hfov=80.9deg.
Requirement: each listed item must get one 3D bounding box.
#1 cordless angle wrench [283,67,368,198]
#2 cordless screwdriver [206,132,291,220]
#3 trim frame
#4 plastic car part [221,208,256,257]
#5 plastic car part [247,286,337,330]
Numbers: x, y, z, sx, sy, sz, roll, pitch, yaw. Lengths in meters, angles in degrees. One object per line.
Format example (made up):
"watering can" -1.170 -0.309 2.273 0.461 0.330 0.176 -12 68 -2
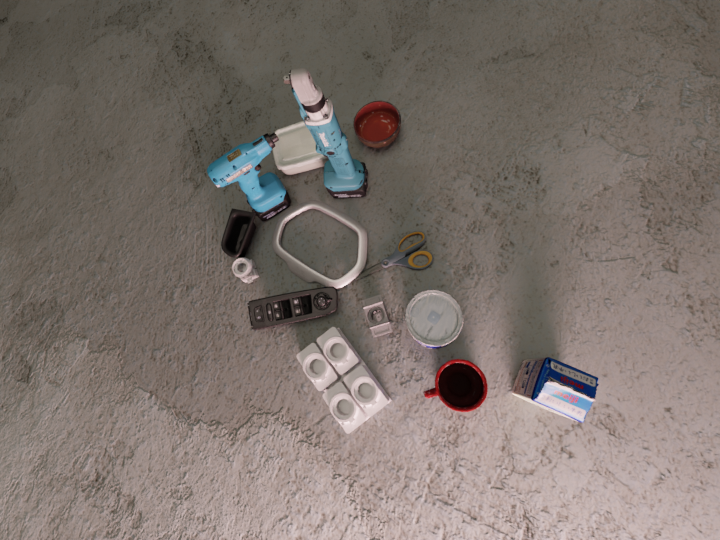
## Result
"cordless angle wrench" -0.059 -0.254 0.833 0.100 0.409 0.075 0 77 10
"cordless screwdriver" -0.220 -0.209 0.951 0.159 0.240 0.077 -32 74 2
"trim frame" -0.097 -0.063 0.993 0.258 0.026 0.184 31 84 20
"plastic car part" -0.289 -0.082 1.024 0.068 0.068 0.117 11 78 14
"plastic car part" -0.144 0.084 0.943 0.206 0.064 0.068 -13 74 10
